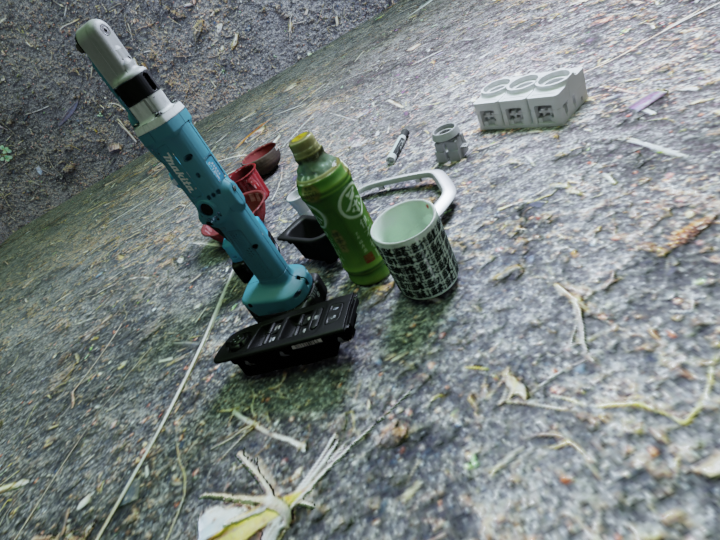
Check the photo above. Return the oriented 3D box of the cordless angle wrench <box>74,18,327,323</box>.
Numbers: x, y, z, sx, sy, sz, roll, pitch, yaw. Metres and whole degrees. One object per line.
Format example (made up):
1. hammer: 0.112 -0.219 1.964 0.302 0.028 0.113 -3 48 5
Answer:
1. cordless angle wrench: -0.173 -0.086 0.504 0.101 0.404 0.075 -13 34 26

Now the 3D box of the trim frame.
1. trim frame: 0.038 -0.102 0.701 0.260 0.026 0.184 -4 42 35

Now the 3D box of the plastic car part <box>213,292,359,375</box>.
1. plastic car part: -0.089 0.087 0.522 0.209 0.064 0.067 -15 35 23

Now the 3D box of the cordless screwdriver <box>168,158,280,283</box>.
1. cordless screwdriver: -0.231 -0.108 0.731 0.075 0.238 0.166 -28 31 4

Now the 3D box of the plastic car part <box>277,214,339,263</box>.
1. plastic car part: -0.065 -0.043 0.669 0.123 0.068 0.065 14 53 48
